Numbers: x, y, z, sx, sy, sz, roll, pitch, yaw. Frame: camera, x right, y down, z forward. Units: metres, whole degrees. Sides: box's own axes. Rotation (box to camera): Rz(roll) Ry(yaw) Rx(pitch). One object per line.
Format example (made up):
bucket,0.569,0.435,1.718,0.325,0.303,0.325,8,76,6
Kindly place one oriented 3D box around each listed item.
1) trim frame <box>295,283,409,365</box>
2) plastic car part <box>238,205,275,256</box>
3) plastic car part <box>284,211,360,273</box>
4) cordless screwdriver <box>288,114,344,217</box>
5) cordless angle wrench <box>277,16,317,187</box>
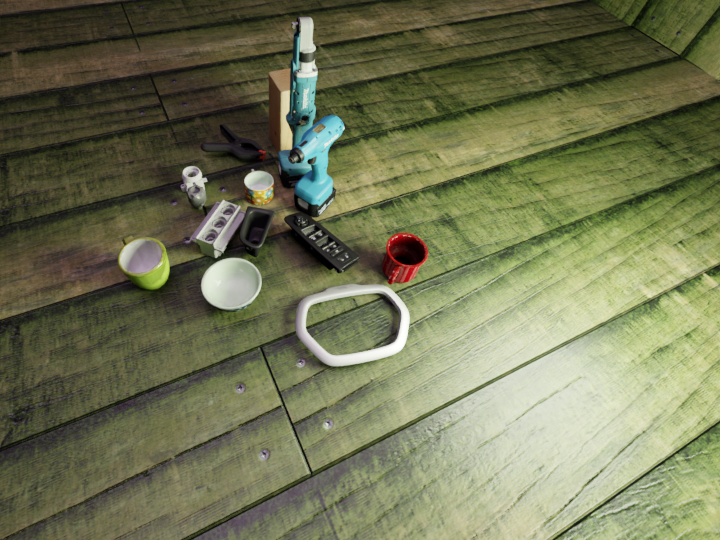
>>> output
trim frame,-0.015,0.105,0.885,0.244,0.027,0.192,-11,57,-13
plastic car part,-0.240,-0.080,0.967,0.066,0.069,0.119,10,55,-2
plastic car part,-0.095,-0.062,0.972,0.065,0.065,0.211,-35,66,-28
cordless screwdriver,-0.113,-0.221,0.973,0.076,0.244,0.158,33,57,12
cordless angle wrench,-0.136,-0.363,0.966,0.096,0.414,0.077,-9,59,-17
